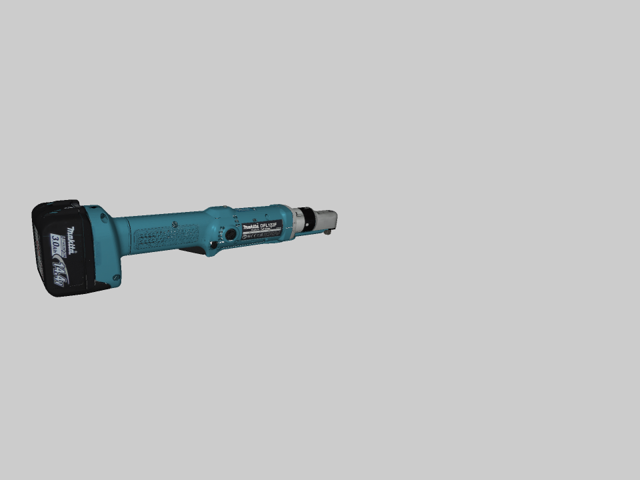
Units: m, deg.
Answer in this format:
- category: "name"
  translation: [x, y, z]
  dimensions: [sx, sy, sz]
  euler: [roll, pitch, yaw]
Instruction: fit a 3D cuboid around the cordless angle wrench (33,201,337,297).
- category: "cordless angle wrench"
  translation: [-0.137, -0.014, 0.582]
  dimensions: [0.422, 0.098, 0.074]
  euler: [-9, 25, -39]
